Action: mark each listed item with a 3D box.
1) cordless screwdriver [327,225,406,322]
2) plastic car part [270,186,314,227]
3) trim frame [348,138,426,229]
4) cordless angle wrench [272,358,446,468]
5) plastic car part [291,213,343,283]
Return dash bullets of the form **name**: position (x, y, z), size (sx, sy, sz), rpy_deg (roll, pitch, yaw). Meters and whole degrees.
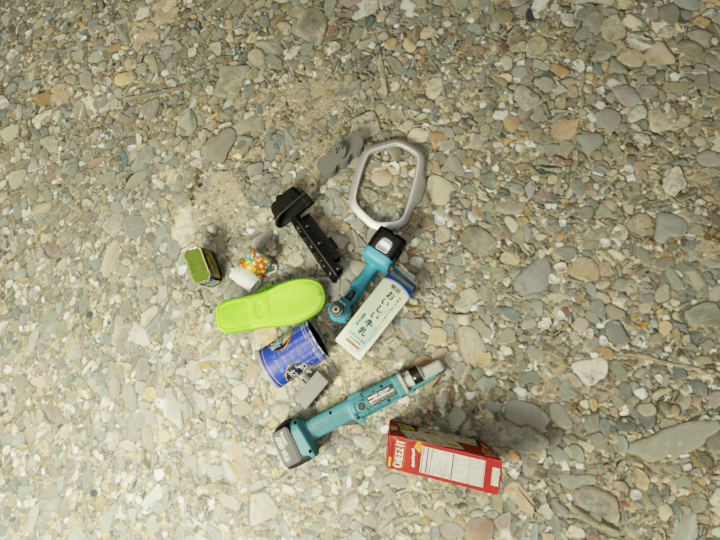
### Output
- **cordless screwdriver**: position (0.008, 0.014, 0.981), size (0.076, 0.156, 0.248), rpy_deg (34, 85, 9)
- **plastic car part**: position (-0.191, -0.174, 1.102), size (0.117, 0.063, 0.074), rpy_deg (-36, 63, 4)
- **trim frame**: position (0.071, -0.221, 1.081), size (0.188, 0.027, 0.250), rpy_deg (13, 80, 12)
- **cordless angle wrench**: position (0.003, 0.311, 0.973), size (0.423, 0.073, 0.100), rpy_deg (-28, 78, 1)
- **plastic car part**: position (-0.104, -0.068, 1.063), size (0.066, 0.065, 0.208), rpy_deg (-38, 76, -10)
